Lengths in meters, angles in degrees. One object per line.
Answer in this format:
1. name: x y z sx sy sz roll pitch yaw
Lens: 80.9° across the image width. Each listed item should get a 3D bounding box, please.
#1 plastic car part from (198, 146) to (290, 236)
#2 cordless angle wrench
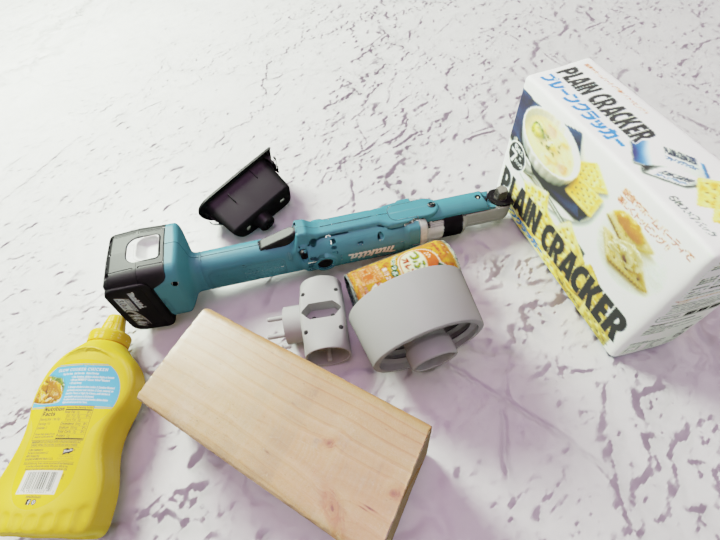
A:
1. plastic car part: -0.131 -0.083 0.522 0.073 0.064 0.116 39 72 14
2. cordless angle wrench: -0.044 -0.029 0.453 0.421 0.094 0.077 -12 55 -3
